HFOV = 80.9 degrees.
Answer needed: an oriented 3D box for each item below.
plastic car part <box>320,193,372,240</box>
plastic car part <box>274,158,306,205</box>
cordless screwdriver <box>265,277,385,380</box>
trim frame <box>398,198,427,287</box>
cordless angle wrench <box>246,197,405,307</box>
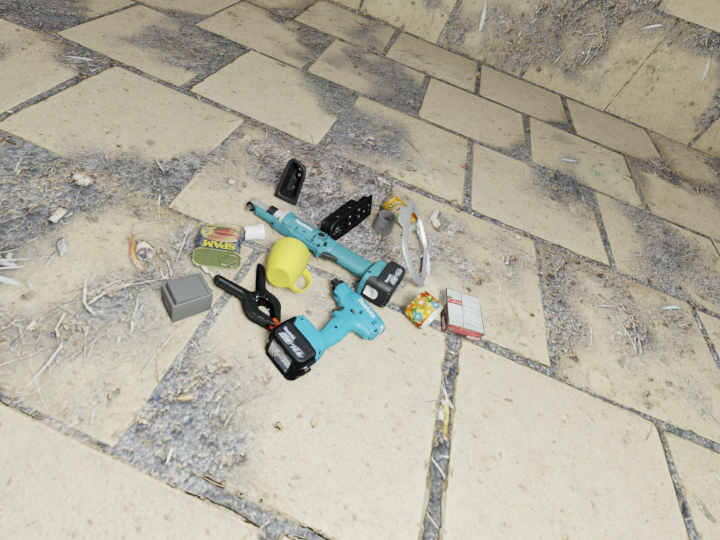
[{"bbox_3d":[-0.040,-0.143,1.118,0.069,0.065,0.200,26,44,16],"label":"plastic car part"},{"bbox_3d":[-0.177,-0.245,1.140,0.066,0.116,0.071,26,20,1],"label":"plastic car part"},{"bbox_3d":[-0.080,0.106,0.860,0.240,0.074,0.166,-21,58,-39],"label":"cordless screwdriver"},{"bbox_3d":[0.133,-0.071,1.055,0.028,0.176,0.252,-10,38,23],"label":"trim frame"},{"bbox_3d":[-0.100,-0.065,1.019,0.435,0.073,0.097,31,45,14],"label":"cordless angle wrench"}]
